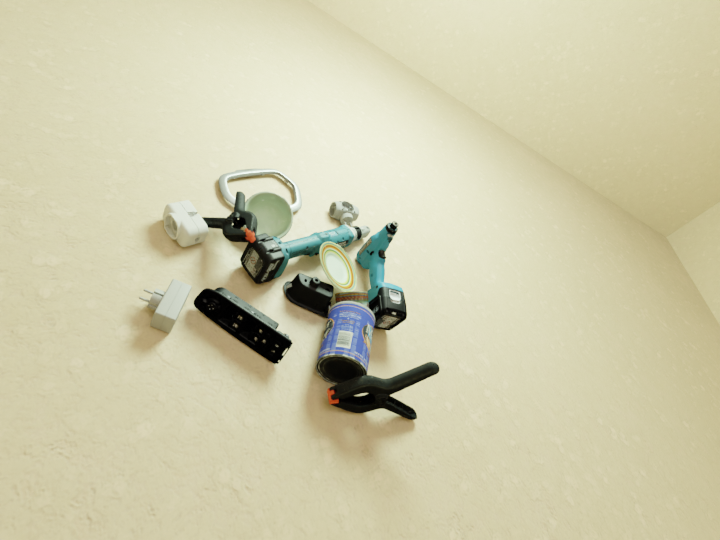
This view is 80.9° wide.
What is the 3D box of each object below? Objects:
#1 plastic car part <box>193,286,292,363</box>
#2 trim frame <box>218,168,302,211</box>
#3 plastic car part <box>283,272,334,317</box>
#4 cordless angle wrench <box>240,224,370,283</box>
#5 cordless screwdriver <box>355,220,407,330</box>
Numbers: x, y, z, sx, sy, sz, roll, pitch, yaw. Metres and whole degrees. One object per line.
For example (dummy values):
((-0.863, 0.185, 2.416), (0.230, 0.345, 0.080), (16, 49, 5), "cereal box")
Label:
((-0.224, 0.093, 0.820), (0.201, 0.066, 0.067), (32, 30, -4), "plastic car part")
((-0.261, -0.213, 1.128), (0.240, 0.027, 0.190), (-22, 66, -44), "trim frame")
((-0.107, 0.045, 0.942), (0.113, 0.071, 0.067), (26, 39, -17), "plastic car part")
((-0.102, -0.067, 1.046), (0.077, 0.098, 0.408), (48, 38, 17), "cordless angle wrench")
((0.057, 0.007, 1.025), (0.071, 0.160, 0.258), (16, 45, -26), "cordless screwdriver")
